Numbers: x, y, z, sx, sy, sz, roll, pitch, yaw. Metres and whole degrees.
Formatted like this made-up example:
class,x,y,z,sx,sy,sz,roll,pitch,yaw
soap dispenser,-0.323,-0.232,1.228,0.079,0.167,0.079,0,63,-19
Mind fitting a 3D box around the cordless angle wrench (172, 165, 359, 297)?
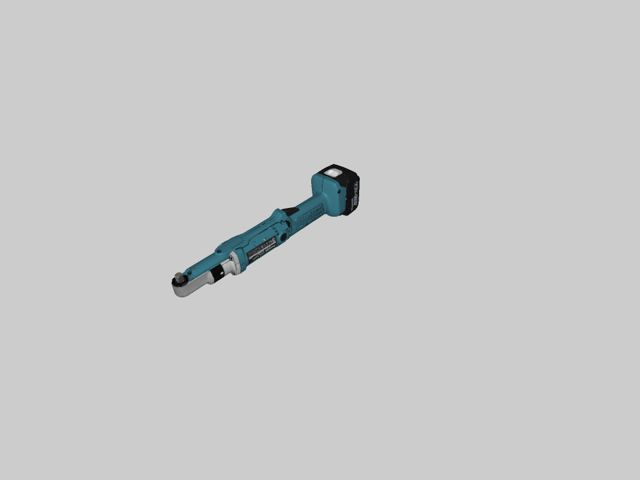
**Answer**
class,x,y,z,sx,sy,sz,roll,pitch,yaw
cordless angle wrench,-0.085,-0.018,0.776,0.074,0.098,0.421,28,46,32
